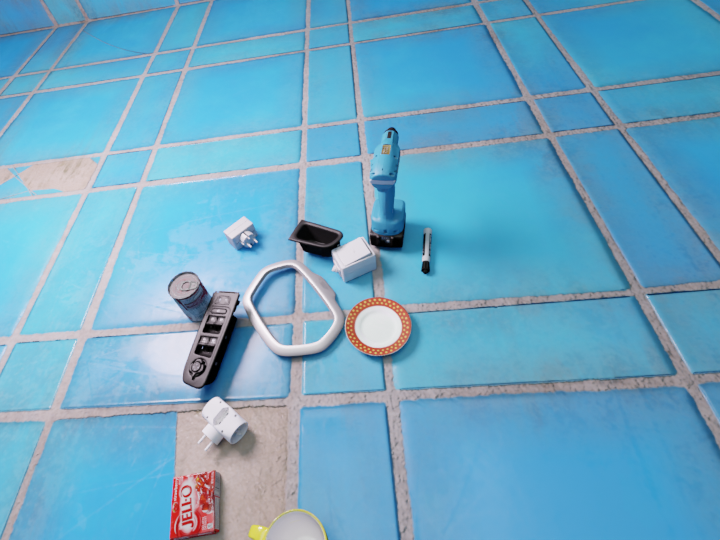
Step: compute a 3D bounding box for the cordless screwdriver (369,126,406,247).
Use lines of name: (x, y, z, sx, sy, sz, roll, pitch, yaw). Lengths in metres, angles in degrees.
cordless screwdriver: (0.061, -0.172, 0.914, 0.076, 0.239, 0.162, 5, 54, 10)

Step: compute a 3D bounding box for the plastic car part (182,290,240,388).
plastic car part: (-0.296, 0.142, 0.853, 0.068, 0.064, 0.206, 5, 54, 12)

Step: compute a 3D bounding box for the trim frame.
trim frame: (-0.144, 0.075, 0.899, 0.182, 0.026, 0.262, -34, 55, -15)

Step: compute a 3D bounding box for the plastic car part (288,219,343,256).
plastic car part: (-0.095, -0.062, 0.967, 0.121, 0.068, 0.066, 18, 58, 21)
